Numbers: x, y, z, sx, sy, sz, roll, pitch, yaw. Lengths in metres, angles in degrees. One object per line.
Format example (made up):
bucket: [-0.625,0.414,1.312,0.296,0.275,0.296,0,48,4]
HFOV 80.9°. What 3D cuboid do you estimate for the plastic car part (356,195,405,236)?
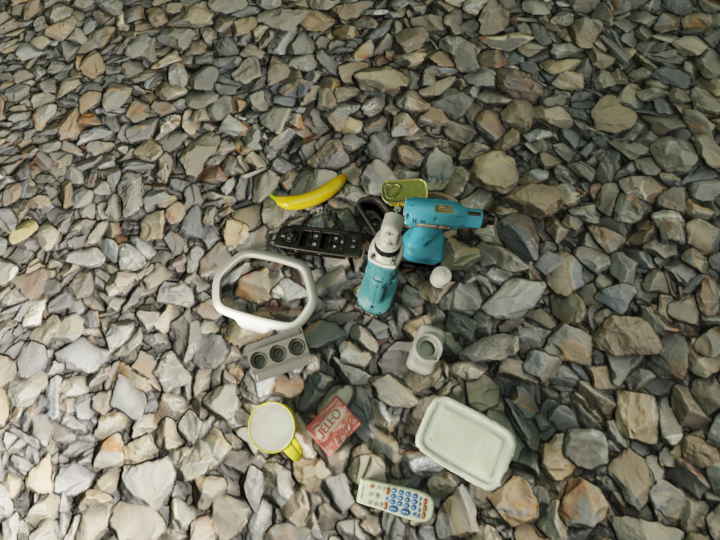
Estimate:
plastic car part: [0.040,-0.113,0.970,0.065,0.069,0.120,-32,72,-9]

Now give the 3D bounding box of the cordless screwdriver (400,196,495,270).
cordless screwdriver: [0.156,-0.070,0.853,0.161,0.243,0.075,8,72,3]

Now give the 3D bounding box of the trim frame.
trim frame: [-0.216,0.045,0.952,0.253,0.027,0.186,12,71,8]

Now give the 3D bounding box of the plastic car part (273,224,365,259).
plastic car part: [-0.094,-0.062,0.963,0.206,0.065,0.067,9,71,7]

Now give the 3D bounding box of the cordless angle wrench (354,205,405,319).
cordless angle wrench: [0.038,0.000,0.745,0.075,0.413,0.099,18,73,5]
